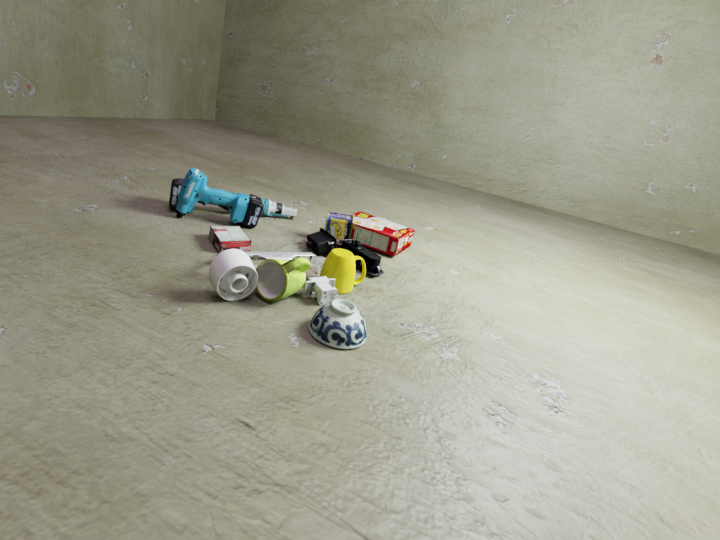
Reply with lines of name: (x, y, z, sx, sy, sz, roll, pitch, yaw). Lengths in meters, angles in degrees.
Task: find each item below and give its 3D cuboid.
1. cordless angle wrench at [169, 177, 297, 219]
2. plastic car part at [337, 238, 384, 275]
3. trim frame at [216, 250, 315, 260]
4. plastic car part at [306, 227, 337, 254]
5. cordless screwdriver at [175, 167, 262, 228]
cordless angle wrench: (-0.413, -0.226, 1.411, 0.408, 0.097, 0.078, 6, 19, -21)
plastic car part: (-0.004, -0.046, 1.220, 0.063, 0.066, 0.215, 3, 25, -41)
trim frame: (-0.231, -0.035, 1.046, 0.239, 0.027, 0.191, 2, 0, -27)
plastic car part: (-0.122, -0.080, 1.250, 0.069, 0.064, 0.123, -16, 29, -25)
cordless screwdriver: (-0.436, -0.197, 1.305, 0.240, 0.159, 0.077, 21, 21, -21)
